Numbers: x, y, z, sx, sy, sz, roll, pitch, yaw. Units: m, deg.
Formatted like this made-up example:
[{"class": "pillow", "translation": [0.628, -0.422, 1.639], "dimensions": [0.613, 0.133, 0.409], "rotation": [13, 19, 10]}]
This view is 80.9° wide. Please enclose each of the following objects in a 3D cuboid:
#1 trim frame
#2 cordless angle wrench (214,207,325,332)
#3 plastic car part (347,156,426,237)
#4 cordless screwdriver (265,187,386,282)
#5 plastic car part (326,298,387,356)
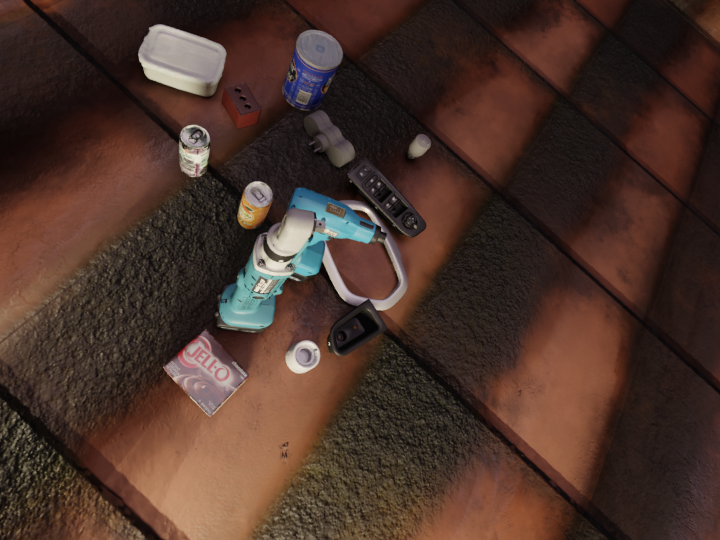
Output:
[{"class": "trim frame", "translation": [0.004, -0.035, 0.881], "dimensions": [0.179, 0.028, 0.254], "rotation": [-20, 76, -25]}, {"class": "cordless angle wrench", "translation": [-0.138, 0.013, 0.589], "dimensions": [0.095, 0.427, 0.076], "rotation": [10, 69, -20]}, {"class": "plastic car part", "translation": [0.053, -0.146, 0.920], "dimensions": [0.204, 0.067, 0.065], "rotation": [44, 62, 2]}, {"class": "cordless screwdriver", "translation": [-0.072, -0.047, 0.735], "dimensions": [0.156, 0.251, 0.075], "rotation": [22, 65, -13]}, {"class": "plastic car part", "translation": [-0.021, 0.115, 0.787], "dimensions": [0.114, 0.071, 0.067], "rotation": [-30, 83, -27]}]
